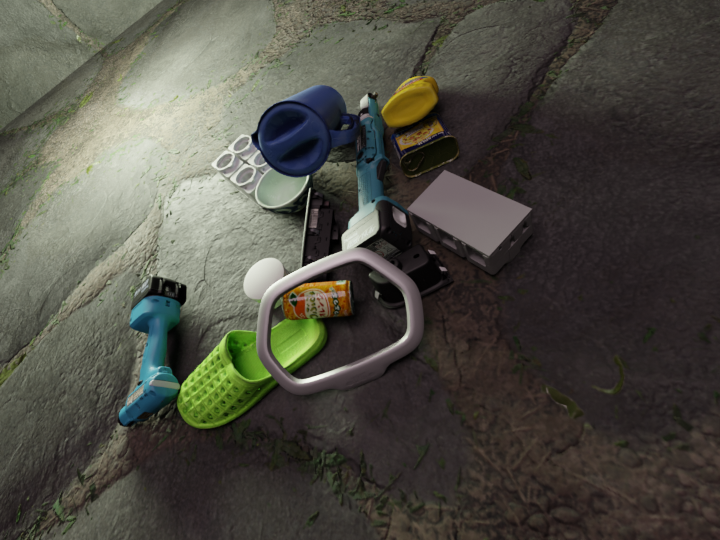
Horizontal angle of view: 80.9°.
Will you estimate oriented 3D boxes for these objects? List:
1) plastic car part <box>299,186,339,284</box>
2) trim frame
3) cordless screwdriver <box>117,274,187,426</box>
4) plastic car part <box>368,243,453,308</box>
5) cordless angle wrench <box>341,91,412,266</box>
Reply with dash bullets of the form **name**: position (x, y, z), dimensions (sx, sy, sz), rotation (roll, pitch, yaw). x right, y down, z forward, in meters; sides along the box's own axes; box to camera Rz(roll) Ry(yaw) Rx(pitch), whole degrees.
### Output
- **plastic car part**: position (-0.072, -0.047, 0.740), dimensions (0.067, 0.064, 0.207), rotation (7, 59, 1)
- **trim frame**: position (-0.034, 0.075, 0.596), dimensions (0.250, 0.027, 0.186), rotation (-25, 82, 7)
- **cordless screwdriver**: position (-0.382, 0.142, 0.763), dimensions (0.161, 0.070, 0.259), rotation (-39, 47, 28)
- **plastic car part**: position (0.064, 0.004, 0.622), dimensions (0.117, 0.067, 0.069), rotation (-27, 48, 6)
- **cordless angle wrench**: position (0.020, -0.196, 0.772), dimensions (0.100, 0.071, 0.436), rotation (-35, 41, 35)
